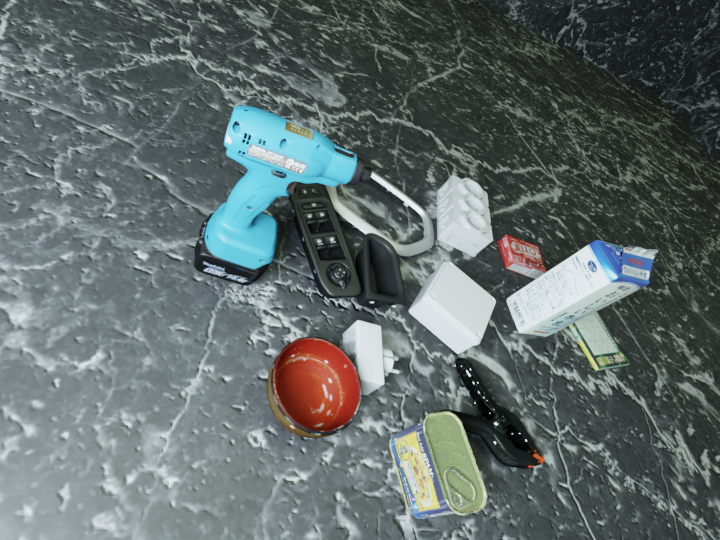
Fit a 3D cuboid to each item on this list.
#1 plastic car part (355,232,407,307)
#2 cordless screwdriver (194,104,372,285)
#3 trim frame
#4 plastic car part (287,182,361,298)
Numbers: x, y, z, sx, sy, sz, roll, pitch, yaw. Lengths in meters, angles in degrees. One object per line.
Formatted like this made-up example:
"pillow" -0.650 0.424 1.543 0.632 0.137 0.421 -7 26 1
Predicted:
"plastic car part" 0.019 0.010 0.644 0.063 0.071 0.120 12 51 -24
"cordless screwdriver" -0.108 -0.073 0.515 0.154 0.250 0.076 18 50 -20
"trim frame" 0.035 -0.121 0.788 0.248 0.027 0.184 33 46 -3
"plastic car part" -0.063 -0.041 0.642 0.063 0.067 0.211 -5 58 -34
